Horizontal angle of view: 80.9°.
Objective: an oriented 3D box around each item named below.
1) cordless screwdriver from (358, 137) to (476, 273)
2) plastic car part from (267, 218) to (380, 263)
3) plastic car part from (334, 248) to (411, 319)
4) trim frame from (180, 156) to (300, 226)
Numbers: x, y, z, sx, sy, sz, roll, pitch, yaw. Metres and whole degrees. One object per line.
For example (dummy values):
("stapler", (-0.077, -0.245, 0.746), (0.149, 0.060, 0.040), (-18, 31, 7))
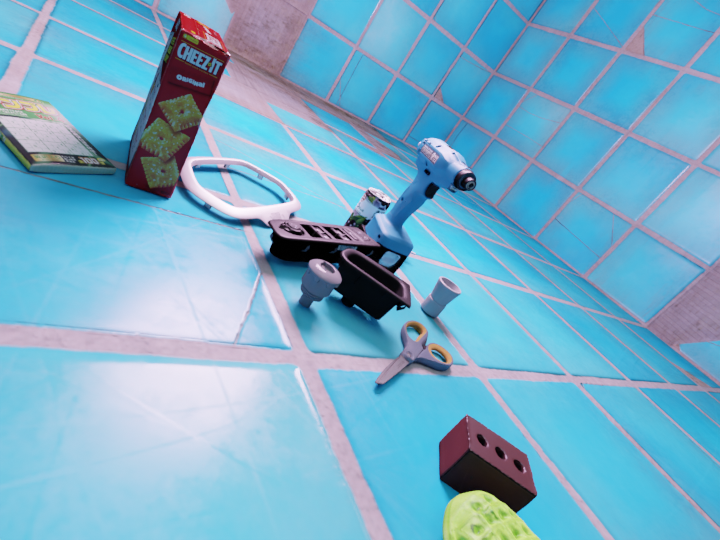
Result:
("cordless screwdriver", (0.087, -0.095, 0.719), (0.071, 0.249, 0.166), (22, 26, -28))
("plastic car part", (-0.064, -0.042, 0.652), (0.192, 0.067, 0.070), (7, 35, -47))
("plastic car part", (0.006, 0.026, 0.601), (0.116, 0.071, 0.066), (31, 23, -5))
("trim frame", (-0.201, -0.140, 0.725), (0.190, 0.027, 0.241), (38, 23, 13))
